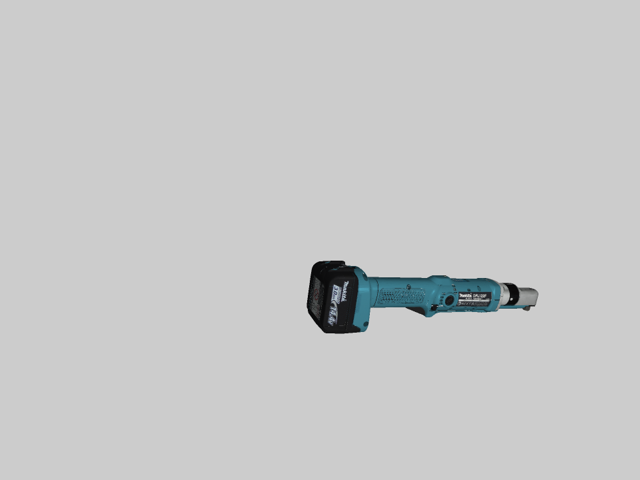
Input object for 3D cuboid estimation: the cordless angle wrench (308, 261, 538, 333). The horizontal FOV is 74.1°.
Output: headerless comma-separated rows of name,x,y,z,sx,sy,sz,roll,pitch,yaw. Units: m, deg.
cordless angle wrench,0.190,0.090,0.684,0.422,0.098,0.074,3,14,-22
